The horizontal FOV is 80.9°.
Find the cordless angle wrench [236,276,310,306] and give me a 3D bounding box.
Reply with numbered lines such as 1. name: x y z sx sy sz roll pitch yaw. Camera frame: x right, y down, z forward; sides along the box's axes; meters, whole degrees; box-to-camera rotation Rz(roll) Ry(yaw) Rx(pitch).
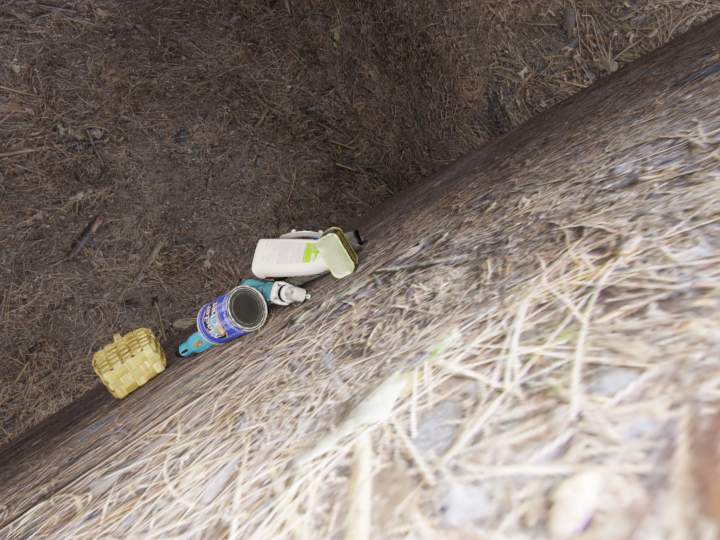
1. cordless angle wrench: -0.226 0.057 1.055 0.437 0.094 0.075 -6 68 62

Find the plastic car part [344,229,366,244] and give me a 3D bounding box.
1. plastic car part: -0.082 -0.083 1.321 0.204 0.068 0.065 -13 -5 5

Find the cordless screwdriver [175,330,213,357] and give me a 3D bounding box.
1. cordless screwdriver: -0.418 0.159 1.214 0.161 0.073 0.249 -30 12 16

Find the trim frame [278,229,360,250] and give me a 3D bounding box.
1. trim frame: -0.115 -0.076 1.181 0.235 0.028 0.191 15 -18 -39
